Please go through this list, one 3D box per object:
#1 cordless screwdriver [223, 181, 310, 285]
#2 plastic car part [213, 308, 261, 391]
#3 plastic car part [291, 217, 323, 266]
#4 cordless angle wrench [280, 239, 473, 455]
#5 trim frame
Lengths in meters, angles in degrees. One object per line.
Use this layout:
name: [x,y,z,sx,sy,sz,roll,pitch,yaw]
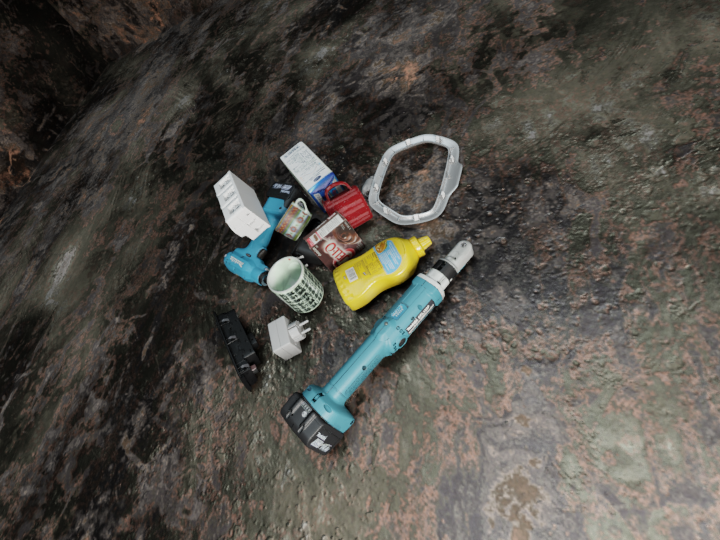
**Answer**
cordless screwdriver: [-0.206,-0.084,0.996,0.168,0.070,0.249,23,76,39]
plastic car part: [-0.252,0.145,0.868,0.066,0.063,0.215,-37,46,-11]
plastic car part: [-0.090,-0.059,0.919,0.074,0.063,0.117,19,66,23]
cordless angle wrench: [0.048,0.105,0.697,0.421,0.093,0.079,-47,51,-10]
trim frame: [0.117,-0.200,0.895,0.192,0.026,0.251,8,61,24]
